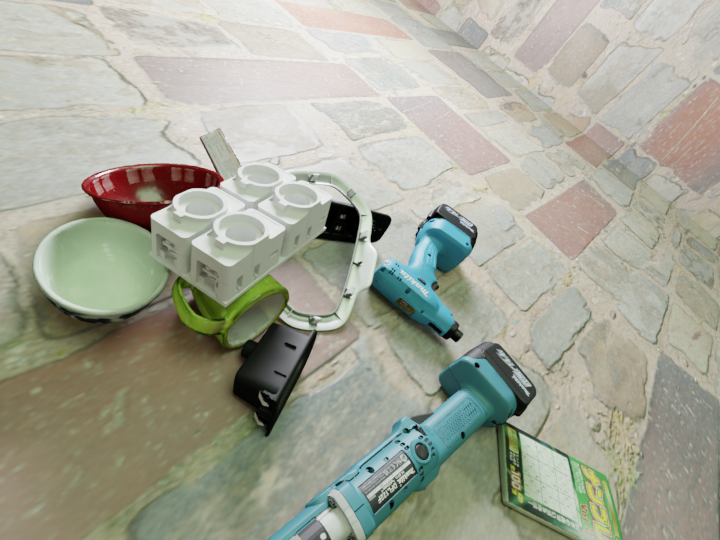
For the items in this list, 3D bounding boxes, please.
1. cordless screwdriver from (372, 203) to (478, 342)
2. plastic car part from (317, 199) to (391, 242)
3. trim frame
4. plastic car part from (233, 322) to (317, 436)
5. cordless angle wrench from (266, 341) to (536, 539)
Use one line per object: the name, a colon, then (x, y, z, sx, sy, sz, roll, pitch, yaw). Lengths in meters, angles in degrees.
cordless screwdriver: (0.133, -0.002, 0.708, 0.161, 0.074, 0.245, 39, 45, 5)
plastic car part: (-0.047, -0.086, 0.687, 0.195, 0.066, 0.070, 9, 22, -25)
trim frame: (-0.058, -0.038, 0.594, 0.177, 0.028, 0.252, 27, 58, -20)
plastic car part: (-0.100, 0.104, 0.466, 0.072, 0.065, 0.117, 20, 37, 3)
cordless angle wrench: (0.052, 0.201, 0.459, 0.408, 0.074, 0.101, -21, 65, -41)
